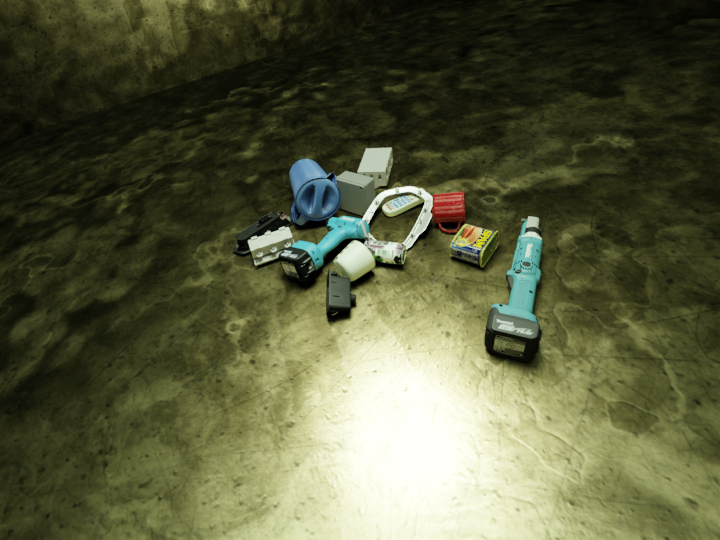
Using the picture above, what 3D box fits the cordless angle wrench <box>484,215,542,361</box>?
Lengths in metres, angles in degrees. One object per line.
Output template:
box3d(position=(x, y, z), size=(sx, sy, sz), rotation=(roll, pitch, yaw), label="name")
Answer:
box3d(position=(0.363, 0.007, 0.939), size=(0.102, 0.071, 0.423), rotation=(10, 45, 22), label="cordless angle wrench")

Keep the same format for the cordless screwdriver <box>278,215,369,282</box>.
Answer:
box3d(position=(-0.112, -0.073, 1.142), size=(0.244, 0.071, 0.168), rotation=(-37, 33, -27), label="cordless screwdriver")

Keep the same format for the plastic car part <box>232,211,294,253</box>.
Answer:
box3d(position=(-0.292, -0.119, 1.253), size=(0.070, 0.064, 0.200), rotation=(33, 61, 30), label="plastic car part")

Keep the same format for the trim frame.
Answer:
box3d(position=(0.102, -0.150, 1.177), size=(0.193, 0.026, 0.248), rotation=(17, 58, 26), label="trim frame")

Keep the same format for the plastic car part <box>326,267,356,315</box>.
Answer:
box3d(position=(-0.047, 0.059, 1.001), size=(0.070, 0.064, 0.121), rotation=(1, 46, -7), label="plastic car part")
